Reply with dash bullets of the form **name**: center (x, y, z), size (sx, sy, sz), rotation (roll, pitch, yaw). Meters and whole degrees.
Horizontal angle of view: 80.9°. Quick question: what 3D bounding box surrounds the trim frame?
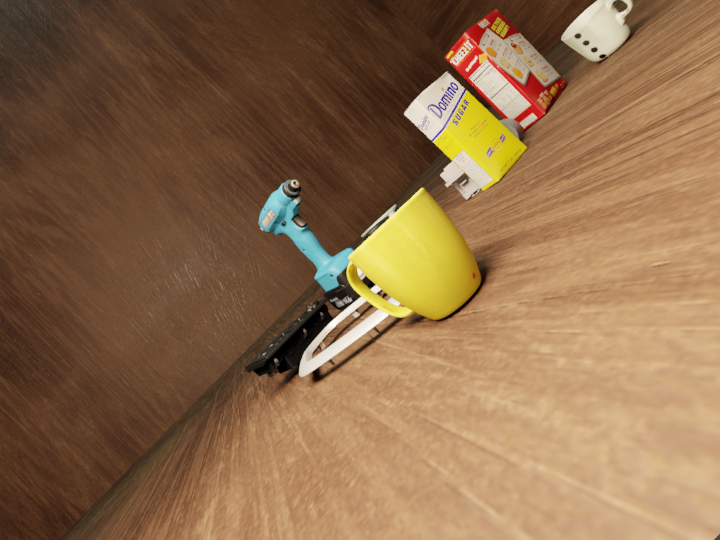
- **trim frame**: center (0.006, 0.057, 0.552), size (0.251, 0.027, 0.183), rotation (-42, 6, 26)

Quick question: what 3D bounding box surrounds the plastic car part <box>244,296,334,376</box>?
- **plastic car part**: center (-0.101, 0.113, 0.711), size (0.067, 0.067, 0.201), rotation (-43, 5, 40)

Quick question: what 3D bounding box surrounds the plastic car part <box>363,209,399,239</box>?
- **plastic car part**: center (0.058, -0.067, 0.843), size (0.065, 0.071, 0.117), rotation (-45, 4, -13)

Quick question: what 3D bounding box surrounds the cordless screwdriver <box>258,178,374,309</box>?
- **cordless screwdriver**: center (-0.075, -0.049, 0.771), size (0.073, 0.249, 0.161), rotation (-45, 1, -33)
